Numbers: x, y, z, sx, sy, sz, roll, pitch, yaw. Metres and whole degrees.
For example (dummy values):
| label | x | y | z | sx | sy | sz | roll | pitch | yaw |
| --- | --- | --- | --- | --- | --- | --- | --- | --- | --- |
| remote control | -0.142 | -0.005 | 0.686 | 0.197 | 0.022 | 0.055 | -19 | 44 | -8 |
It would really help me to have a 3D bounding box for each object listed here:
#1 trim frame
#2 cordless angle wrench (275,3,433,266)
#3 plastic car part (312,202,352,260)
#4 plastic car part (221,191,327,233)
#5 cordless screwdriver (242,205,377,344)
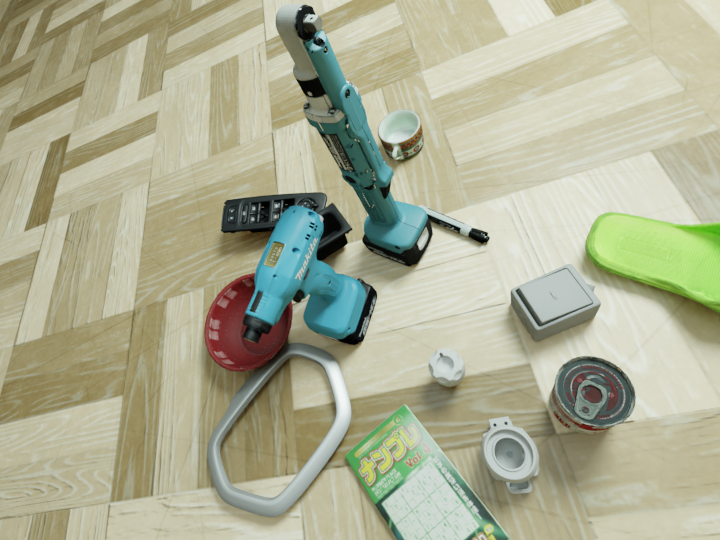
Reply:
| label | x | y | z | sx | sy | sz | roll | pitch | yaw |
| --- | --- | --- | --- | --- | --- | --- | --- | --- | --- |
| trim frame | -0.120 | 0.222 | 0.614 | 0.194 | 0.026 | 0.248 | 32 | 80 | 32 |
| cordless angle wrench | 0.003 | -0.130 | 0.515 | 0.103 | 0.402 | 0.074 | 23 | 75 | 28 |
| plastic car part | -0.069 | -0.045 | 0.703 | 0.117 | 0.067 | 0.069 | -35 | 57 | 3 |
| plastic car part | -0.151 | -0.098 | 0.768 | 0.209 | 0.063 | 0.068 | -5 | 63 | 21 |
| cordless screwdriver | -0.061 | 0.043 | 0.554 | 0.078 | 0.236 | 0.160 | 12 | 70 | 25 |
